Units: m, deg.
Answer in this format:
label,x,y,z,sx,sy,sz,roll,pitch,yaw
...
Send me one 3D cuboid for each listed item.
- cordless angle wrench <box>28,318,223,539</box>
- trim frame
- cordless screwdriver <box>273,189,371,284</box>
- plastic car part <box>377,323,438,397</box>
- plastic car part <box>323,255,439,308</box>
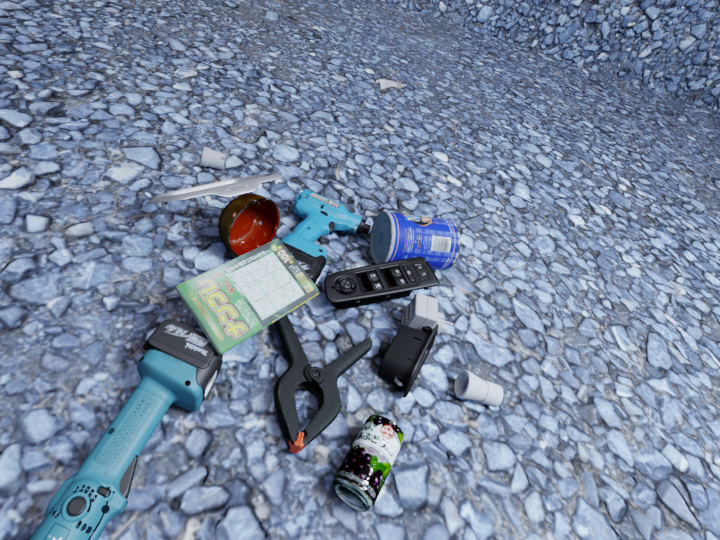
label,x,y,z,sx,sy,sz,roll,pitch,yaw
cordless angle wrench,-0.279,0.242,0.426,0.098,0.073,0.427,21,47,-1
trim frame,-0.256,-0.144,0.759,0.240,0.027,0.194,-21,19,-36
cordless screwdriver,-0.075,-0.049,0.769,0.159,0.073,0.251,21,41,-1
plastic car part,0.067,0.130,0.664,0.074,0.064,0.115,24,46,22
plastic car part,0.028,0.025,0.735,0.197,0.066,0.069,-8,59,-20
